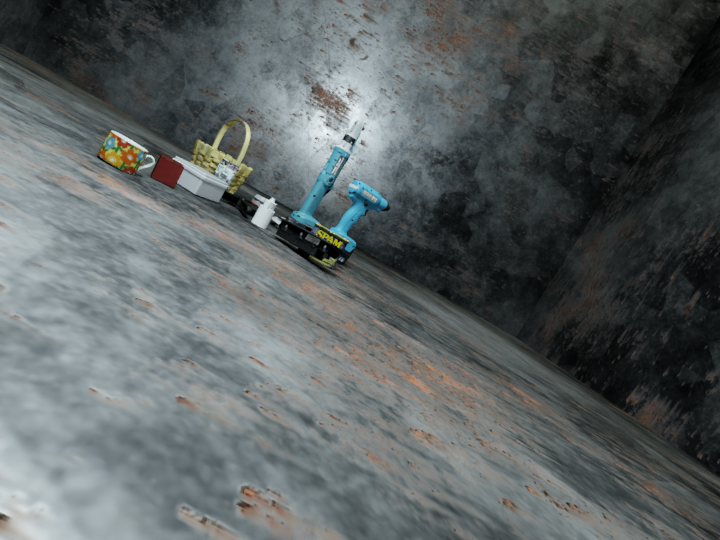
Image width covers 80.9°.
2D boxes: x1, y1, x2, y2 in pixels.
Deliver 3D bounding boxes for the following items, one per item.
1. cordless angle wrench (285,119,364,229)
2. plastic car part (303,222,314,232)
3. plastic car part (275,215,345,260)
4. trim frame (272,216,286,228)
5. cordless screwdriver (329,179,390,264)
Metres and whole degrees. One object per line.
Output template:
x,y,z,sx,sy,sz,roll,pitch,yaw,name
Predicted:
-0.108,-0.299,1.376,0.092,0.422,0.079,27,6,-39,cordless angle wrench
-0.112,-0.073,1.141,0.116,0.071,0.066,30,5,-3,plastic car part
-0.135,-0.071,1.015,0.214,0.067,0.063,33,6,35,plastic car part
-0.204,-0.125,1.374,0.185,0.027,0.248,30,5,-1,trim frame
-0.017,-0.138,1.302,0.151,0.248,0.078,27,6,-35,cordless screwdriver
